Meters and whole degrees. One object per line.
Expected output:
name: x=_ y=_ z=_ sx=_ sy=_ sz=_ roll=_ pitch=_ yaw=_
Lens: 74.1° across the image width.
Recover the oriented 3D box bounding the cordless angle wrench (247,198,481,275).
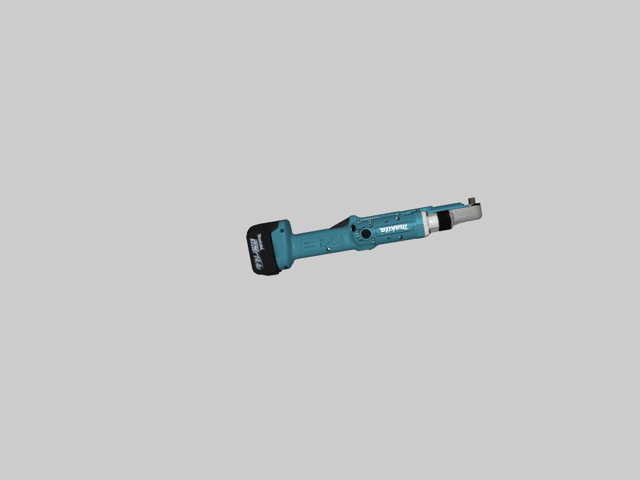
cordless angle wrench: x=0.081 y=-0.014 z=0.780 sx=0.423 sy=0.098 sz=0.074 roll=-10 pitch=4 yaw=5
